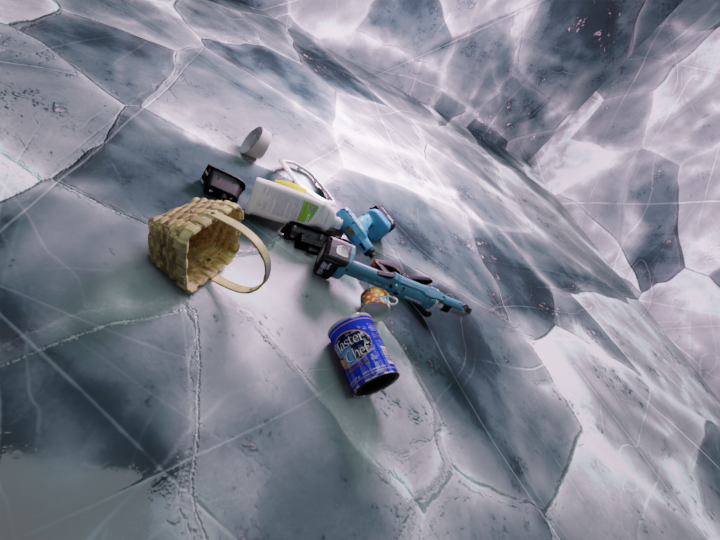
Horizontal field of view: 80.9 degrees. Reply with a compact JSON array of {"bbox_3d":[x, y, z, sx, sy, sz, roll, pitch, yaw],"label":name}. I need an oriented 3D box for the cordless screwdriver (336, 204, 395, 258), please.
[{"bbox_3d":[0.030,-0.116,1.243,0.162,0.075,0.241,53,27,9],"label":"cordless screwdriver"}]

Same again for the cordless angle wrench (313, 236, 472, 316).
[{"bbox_3d":[0.091,0.035,1.074,0.416,0.098,0.075,22,54,-9],"label":"cordless angle wrench"}]

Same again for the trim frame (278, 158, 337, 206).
[{"bbox_3d":[-0.164,-0.273,1.310,0.174,0.027,0.262,15,28,-47],"label":"trim frame"}]

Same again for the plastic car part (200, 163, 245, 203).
[{"bbox_3d":[-0.354,-0.210,1.088,0.112,0.067,0.072,24,51,-23],"label":"plastic car part"}]

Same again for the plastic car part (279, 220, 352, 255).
[{"bbox_3d":[-0.109,-0.072,1.119,0.194,0.067,0.069,14,51,-29],"label":"plastic car part"}]
